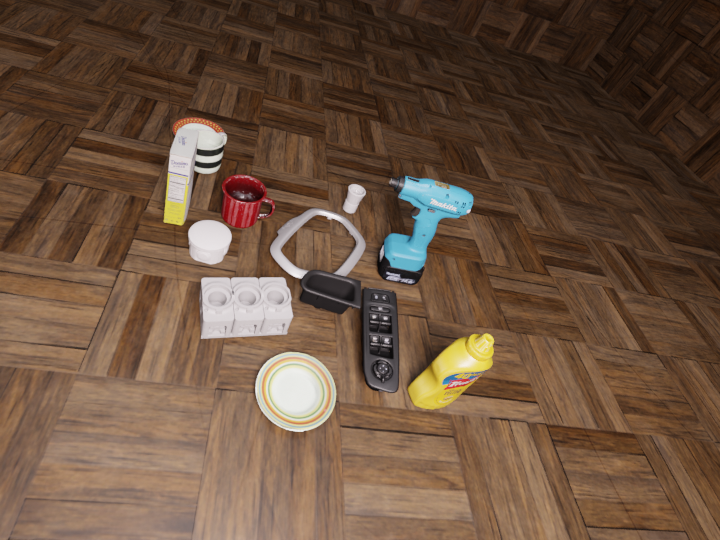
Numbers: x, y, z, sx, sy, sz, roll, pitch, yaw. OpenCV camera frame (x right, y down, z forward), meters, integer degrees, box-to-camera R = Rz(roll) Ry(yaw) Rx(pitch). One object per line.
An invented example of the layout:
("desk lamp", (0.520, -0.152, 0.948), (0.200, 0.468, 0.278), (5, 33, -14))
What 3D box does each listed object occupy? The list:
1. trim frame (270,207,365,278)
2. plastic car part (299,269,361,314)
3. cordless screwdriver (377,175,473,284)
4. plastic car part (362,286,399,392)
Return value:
("trim frame", (-0.090, -0.059, 0.925), (0.187, 0.027, 0.247), (29, 44, 7))
("plastic car part", (-0.064, 0.047, 0.801), (0.115, 0.070, 0.068), (15, 44, -9))
("cordless screwdriver", (0.097, -0.083, 0.862), (0.157, 0.246, 0.076), (17, 44, -10))
("plastic car part", (0.029, 0.128, 0.761), (0.065, 0.066, 0.209), (12, 45, -13))
